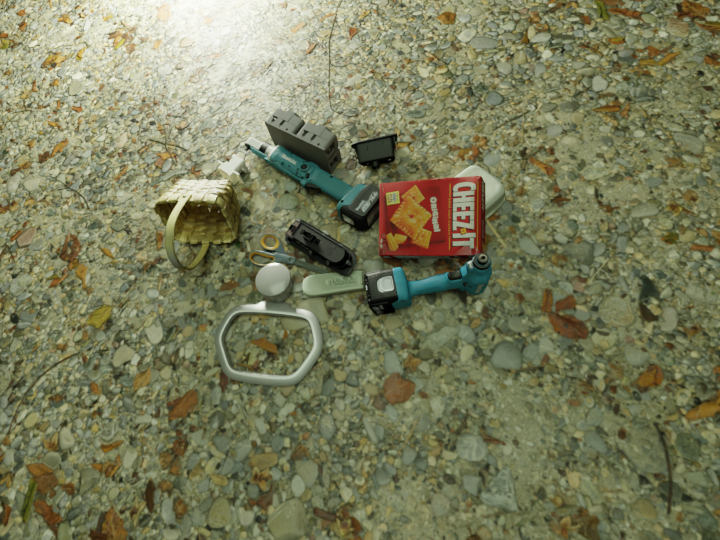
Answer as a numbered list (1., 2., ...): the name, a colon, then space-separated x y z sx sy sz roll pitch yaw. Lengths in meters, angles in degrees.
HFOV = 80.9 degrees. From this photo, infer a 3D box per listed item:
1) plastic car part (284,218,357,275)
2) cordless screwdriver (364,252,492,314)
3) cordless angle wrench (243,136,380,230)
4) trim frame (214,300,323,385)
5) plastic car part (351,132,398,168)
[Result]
1. plastic car part: -0.094 -0.062 0.964 0.213 0.064 0.066 33 75 27
2. cordless screwdriver: 0.134 0.021 0.849 0.252 0.153 0.076 -10 68 7
3. cordless angle wrench: -0.136 -0.243 1.063 0.442 0.071 0.098 33 76 24
4. trim frame: -0.203 0.155 0.927 0.254 0.026 0.187 1 68 13
5. plastic car part: 0.040 -0.291 1.057 0.118 0.064 0.072 -12 81 8
